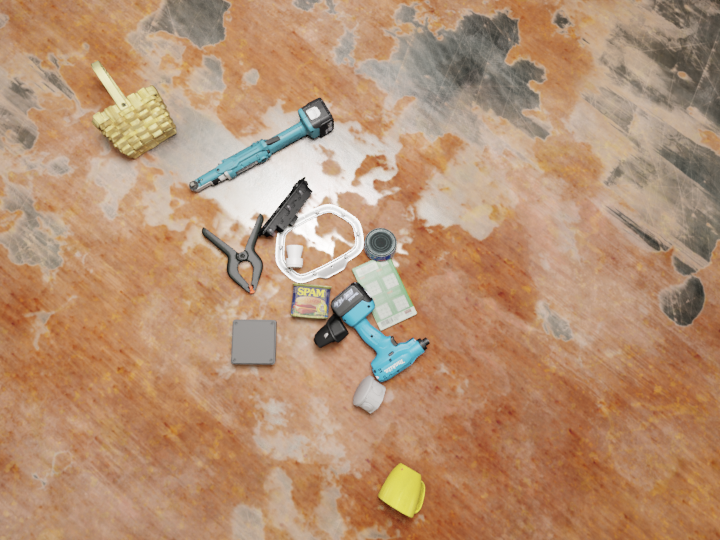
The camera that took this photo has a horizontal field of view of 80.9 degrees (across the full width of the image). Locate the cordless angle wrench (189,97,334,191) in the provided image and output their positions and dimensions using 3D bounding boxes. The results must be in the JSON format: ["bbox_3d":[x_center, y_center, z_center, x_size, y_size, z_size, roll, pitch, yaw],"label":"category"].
[{"bbox_3d":[-0.272,-0.323,1.142,0.422,0.097,0.075,-30,86,-2],"label":"cordless angle wrench"}]

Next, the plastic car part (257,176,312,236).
[{"bbox_3d":[-0.189,-0.163,1.115,0.066,0.067,0.203,33,72,-11],"label":"plastic car part"}]

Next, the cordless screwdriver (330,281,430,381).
[{"bbox_3d":[0.046,0.138,1.065,0.160,0.073,0.250,-36,87,5],"label":"cordless screwdriver"}]

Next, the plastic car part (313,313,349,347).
[{"bbox_3d":[-0.082,0.159,1.056,0.072,0.114,0.066,-35,87,15],"label":"plastic car part"}]

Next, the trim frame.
[{"bbox_3d":[-0.110,-0.072,1.130,0.246,0.027,0.186,-27,83,-8],"label":"trim frame"}]
